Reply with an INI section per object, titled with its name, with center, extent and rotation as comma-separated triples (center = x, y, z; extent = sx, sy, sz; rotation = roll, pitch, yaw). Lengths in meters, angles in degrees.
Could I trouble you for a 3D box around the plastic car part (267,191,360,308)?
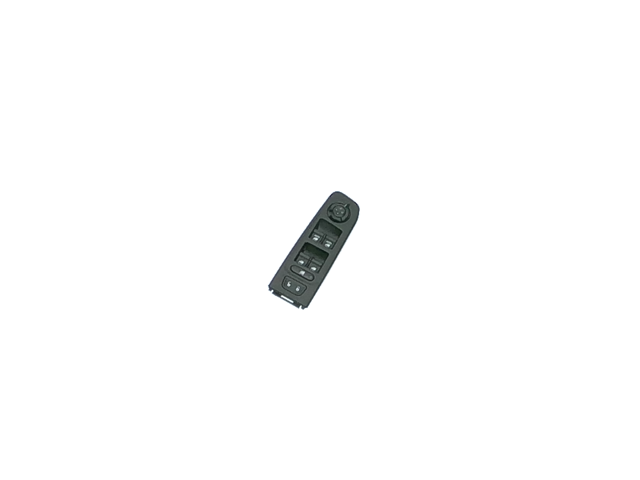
[plastic car part]
center = 0.000, 0.016, 0.661
extent = 0.066, 0.202, 0.067
rotation = 25, -21, 16
